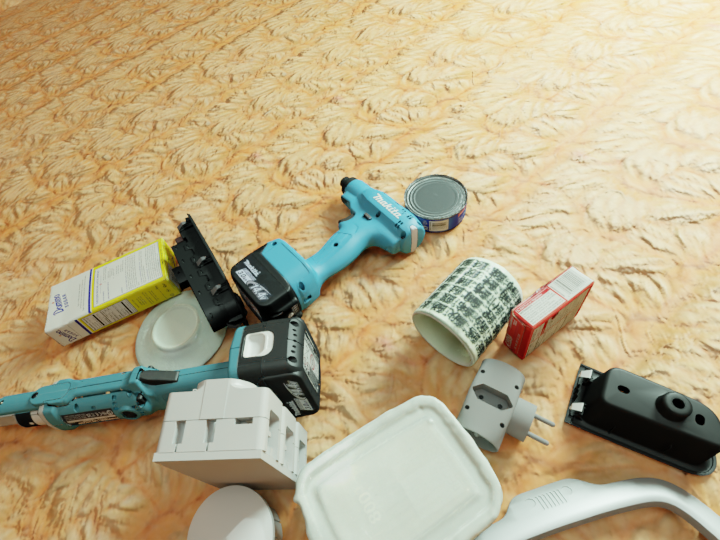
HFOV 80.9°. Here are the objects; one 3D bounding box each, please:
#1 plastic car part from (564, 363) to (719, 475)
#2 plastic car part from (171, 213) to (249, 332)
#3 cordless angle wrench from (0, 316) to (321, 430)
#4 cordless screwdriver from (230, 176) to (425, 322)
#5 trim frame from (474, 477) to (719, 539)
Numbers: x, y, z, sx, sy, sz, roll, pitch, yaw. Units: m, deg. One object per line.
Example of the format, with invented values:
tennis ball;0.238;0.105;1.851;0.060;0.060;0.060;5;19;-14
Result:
plastic car part;0.261;0.127;0.380;0.122;0.068;0.066;19;62;27
plastic car part;-0.212;0.008;0.573;0.065;0.064;0.214;-25;53;-28
cordless angle wrench;-0.258;0.140;0.489;0.429;0.093;0.077;-11;42;11
cordless screwdriver;-0.056;-0.037;0.575;0.245;0.071;0.168;-33;54;-16
trim frame;0.193;0.265;0.323;0.248;0.026;0.192;-21;54;0
